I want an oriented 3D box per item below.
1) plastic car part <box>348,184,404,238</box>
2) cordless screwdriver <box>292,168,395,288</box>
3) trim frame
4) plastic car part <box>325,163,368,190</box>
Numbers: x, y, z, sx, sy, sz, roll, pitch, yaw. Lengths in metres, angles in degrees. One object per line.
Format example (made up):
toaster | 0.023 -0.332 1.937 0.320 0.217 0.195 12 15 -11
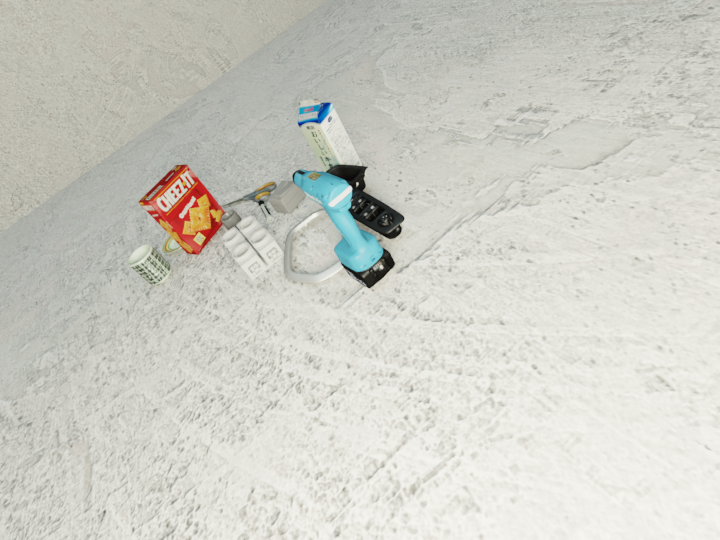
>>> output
plastic car part | 0.021 -0.121 0.935 0.066 0.064 0.215 -41 40 -11
cordless screwdriver | -0.038 -0.087 0.803 0.074 0.236 0.168 -41 39 -13
trim frame | -0.096 -0.063 0.983 0.187 0.026 0.257 -21 41 14
plastic car part | -0.032 -0.225 1.074 0.123 0.067 0.066 17 59 43
